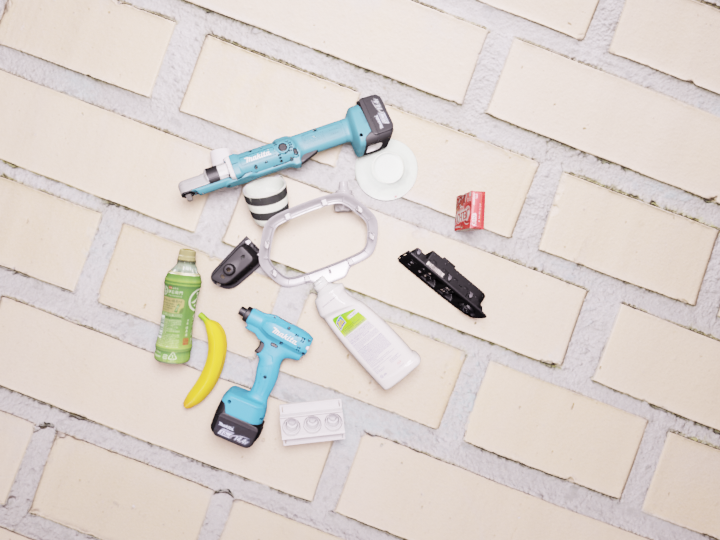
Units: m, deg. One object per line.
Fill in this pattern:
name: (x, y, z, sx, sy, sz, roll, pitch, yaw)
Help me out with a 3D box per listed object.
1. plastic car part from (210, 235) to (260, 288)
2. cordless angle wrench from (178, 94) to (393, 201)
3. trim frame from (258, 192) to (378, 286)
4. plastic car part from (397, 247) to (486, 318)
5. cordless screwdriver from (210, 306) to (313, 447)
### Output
plastic car part: (-0.251, -0.008, 0.844, 0.116, 0.071, 0.066, -44, 92, -4)
cordless angle wrench: (-0.147, -0.226, 0.821, 0.420, 0.074, 0.100, -21, 80, -6)
trim frame: (-0.082, -0.054, 0.839, 0.248, 0.029, 0.177, -21, 120, -3)
plastic car part: (0.174, 0.020, 0.857, 0.203, 0.067, 0.066, 43, 63, 1)
cordless screwdriver: (-0.219, 0.204, 0.841, 0.159, 0.074, 0.249, 28, 85, -1)
